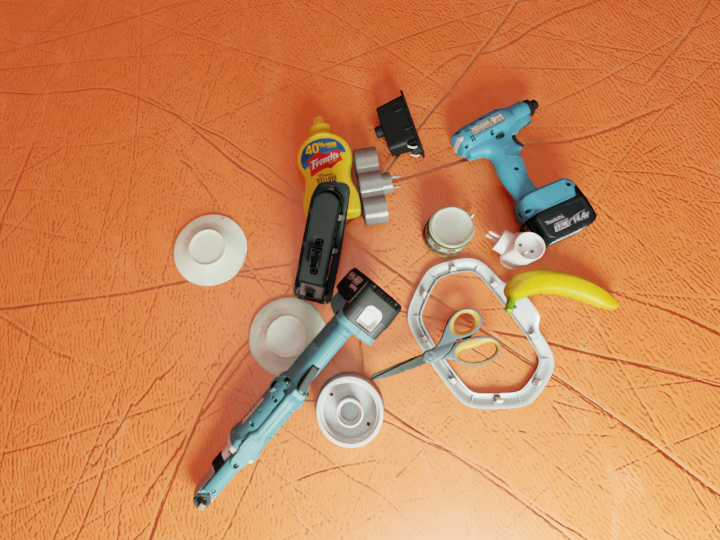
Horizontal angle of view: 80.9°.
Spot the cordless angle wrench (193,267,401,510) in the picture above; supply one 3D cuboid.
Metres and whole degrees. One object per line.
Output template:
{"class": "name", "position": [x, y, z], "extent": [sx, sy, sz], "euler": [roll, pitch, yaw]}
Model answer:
{"class": "cordless angle wrench", "position": [-0.110, 0.184, 0.636], "extent": [0.072, 0.101, 0.423], "euler": [40, 90, -19]}

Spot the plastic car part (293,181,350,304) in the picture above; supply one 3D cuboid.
{"class": "plastic car part", "position": [-0.065, -0.043, 0.670], "extent": [0.068, 0.066, 0.201], "euler": [14, 99, 12]}

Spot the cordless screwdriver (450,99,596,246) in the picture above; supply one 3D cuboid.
{"class": "cordless screwdriver", "position": [0.284, -0.168, 0.701], "extent": [0.159, 0.072, 0.256], "euler": [-29, 72, -3]}

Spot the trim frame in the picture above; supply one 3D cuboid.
{"class": "trim frame", "position": [0.188, 0.097, 0.667], "extent": [0.183, 0.027, 0.255], "euler": [-32, 74, -4]}

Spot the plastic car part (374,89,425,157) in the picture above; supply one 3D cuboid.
{"class": "plastic car part", "position": [0.063, -0.250, 0.749], "extent": [0.072, 0.063, 0.119], "euler": [-22, 73, 12]}
